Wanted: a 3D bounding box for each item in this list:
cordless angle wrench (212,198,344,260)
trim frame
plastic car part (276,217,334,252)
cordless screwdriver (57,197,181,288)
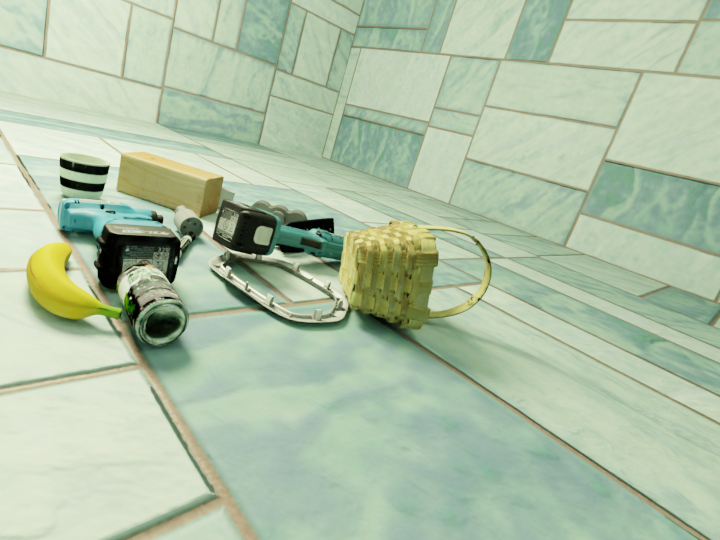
[{"bbox_3d":[-0.081,-0.053,0.829,0.401,0.074,0.104,10,11,-46],"label":"cordless angle wrench"},{"bbox_3d":[-0.128,0.018,0.668,0.262,0.027,0.176,29,23,32],"label":"trim frame"},{"bbox_3d":[-0.126,-0.080,0.913,0.070,0.065,0.197,11,14,23],"label":"plastic car part"},{"bbox_3d":[-0.337,-0.053,0.630,0.151,0.074,0.263,-1,20,-45],"label":"cordless screwdriver"}]
